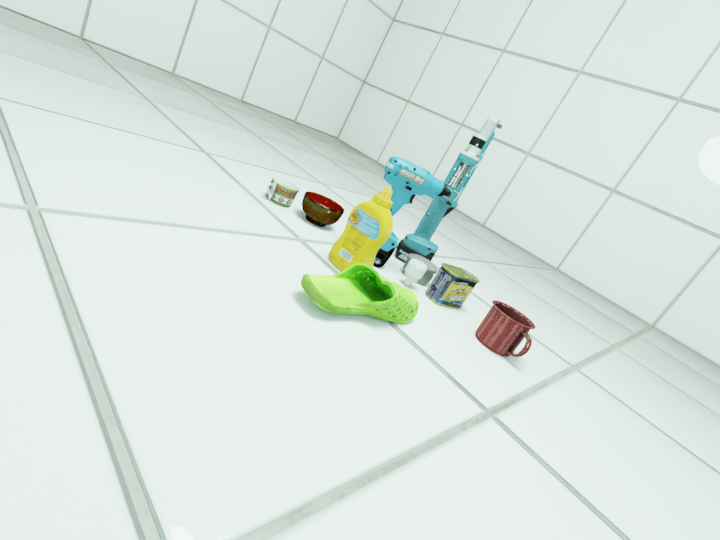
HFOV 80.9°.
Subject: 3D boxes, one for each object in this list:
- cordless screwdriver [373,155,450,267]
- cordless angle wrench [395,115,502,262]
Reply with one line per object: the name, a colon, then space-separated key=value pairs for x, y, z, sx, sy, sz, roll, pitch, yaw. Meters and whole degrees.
cordless screwdriver: x=0.087 y=-0.125 z=0.987 sx=0.155 sy=0.248 sz=0.076 roll=24 pitch=19 yaw=-13
cordless angle wrench: x=0.229 y=-0.198 z=1.095 sx=0.100 sy=0.421 sz=0.073 roll=32 pitch=19 yaw=10
